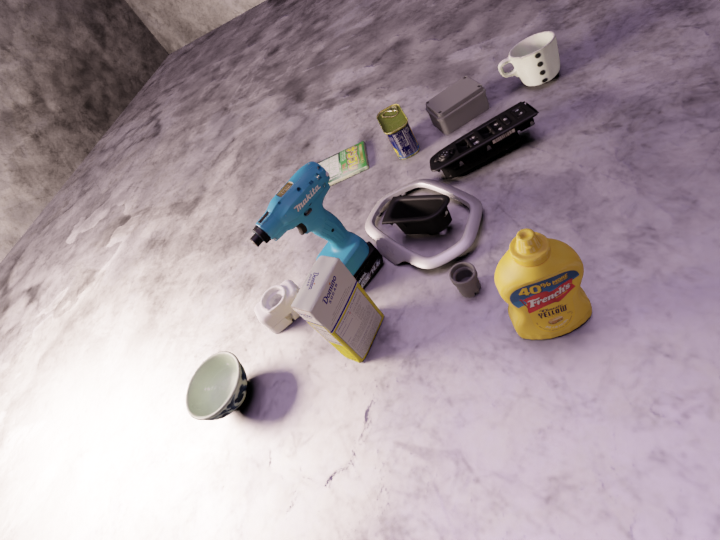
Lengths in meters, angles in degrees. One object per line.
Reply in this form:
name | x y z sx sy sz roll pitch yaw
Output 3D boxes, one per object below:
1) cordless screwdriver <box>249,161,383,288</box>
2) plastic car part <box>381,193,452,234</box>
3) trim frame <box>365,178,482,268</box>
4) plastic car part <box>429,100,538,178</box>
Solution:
cordless screwdriver | -0.070 -0.046 0.720 0.159 0.235 0.079 -50 43 -12
plastic car part | 0.110 -0.092 0.758 0.122 0.067 0.066 5 58 37
trim frame | 0.110 -0.091 0.787 0.184 0.026 0.263 -45 43 -6
plastic car part | 0.228 -0.237 0.799 0.206 0.063 0.069 -25 44 15
